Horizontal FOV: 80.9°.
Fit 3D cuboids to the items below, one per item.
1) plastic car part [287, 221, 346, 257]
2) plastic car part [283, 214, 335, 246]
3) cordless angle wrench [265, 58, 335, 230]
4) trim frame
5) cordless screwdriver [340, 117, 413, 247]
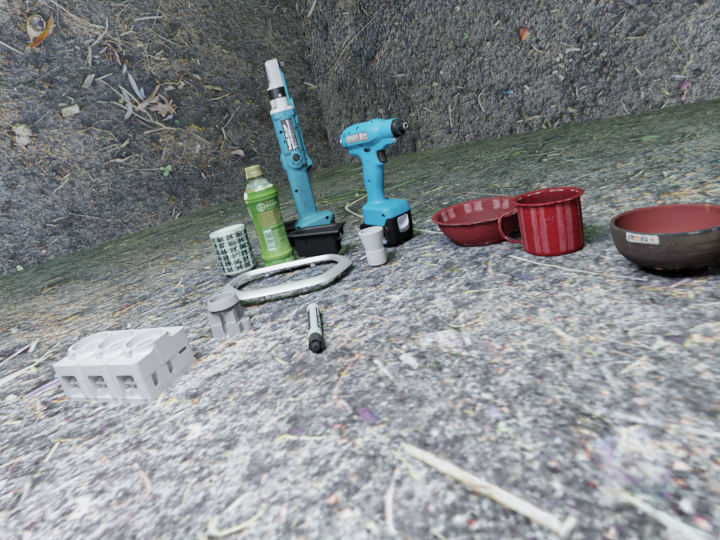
[{"bbox_3d":[-0.086,-0.056,0.876,0.120,0.069,0.065,-8,17,20],"label":"plastic car part"},{"bbox_3d":[-0.154,-0.098,1.061,0.200,0.065,0.069,-19,17,-14],"label":"plastic car part"},{"bbox_3d":[-0.146,-0.253,0.951,0.097,0.414,0.077,-17,14,-11],"label":"cordless angle wrench"},{"bbox_3d":[-0.137,0.011,0.785,0.249,0.027,0.188,-14,18,1],"label":"trim frame"},{"bbox_3d":[0.050,-0.173,0.835,0.072,0.244,0.167,-24,18,-36],"label":"cordless screwdriver"}]
